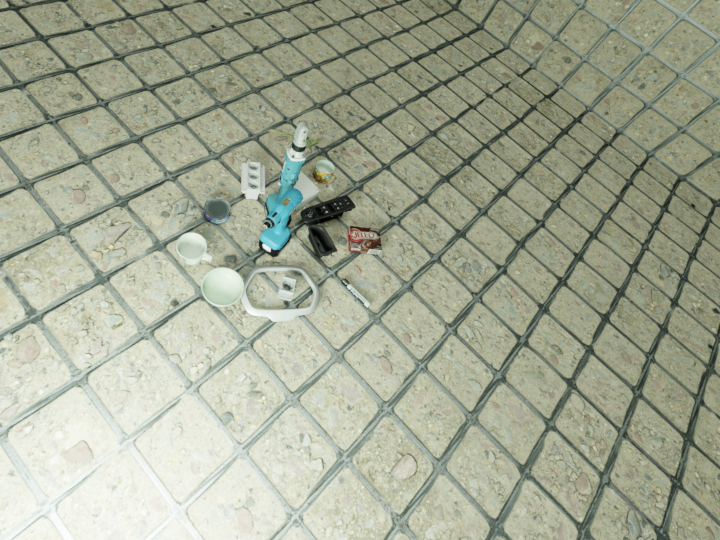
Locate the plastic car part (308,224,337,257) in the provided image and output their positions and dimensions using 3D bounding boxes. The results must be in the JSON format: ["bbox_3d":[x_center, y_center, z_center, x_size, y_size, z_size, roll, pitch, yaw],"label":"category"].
[{"bbox_3d":[-0.136,-0.089,1.392,0.064,0.070,0.121,-18,67,-28],"label":"plastic car part"}]

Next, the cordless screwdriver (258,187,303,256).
[{"bbox_3d":[-0.255,-0.125,1.269,0.075,0.248,0.158,35,55,0],"label":"cordless screwdriver"}]

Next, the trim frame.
[{"bbox_3d":[-0.244,0.066,1.287,0.242,0.027,0.190,0,59,-18],"label":"trim frame"}]

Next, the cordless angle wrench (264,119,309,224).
[{"bbox_3d":[-0.216,-0.280,1.273,0.072,0.422,0.101,-7,65,-26],"label":"cordless angle wrench"}]

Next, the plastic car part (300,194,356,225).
[{"bbox_3d":[-0.121,-0.203,1.470,0.197,0.067,0.068,-20,69,-27],"label":"plastic car part"}]
